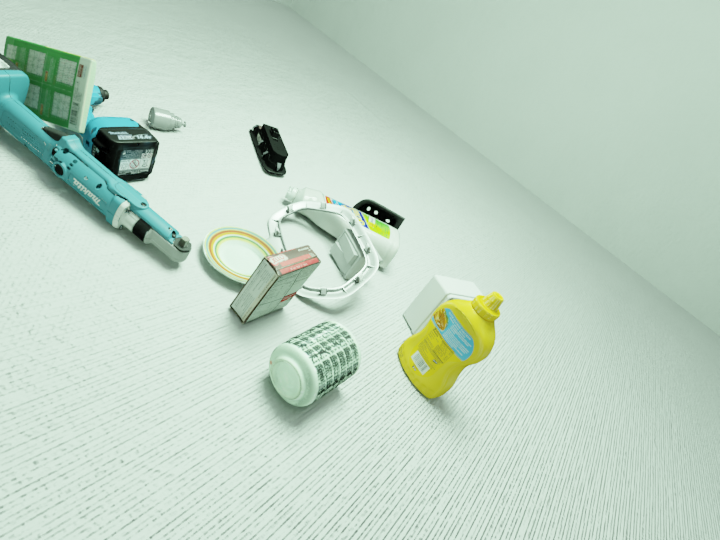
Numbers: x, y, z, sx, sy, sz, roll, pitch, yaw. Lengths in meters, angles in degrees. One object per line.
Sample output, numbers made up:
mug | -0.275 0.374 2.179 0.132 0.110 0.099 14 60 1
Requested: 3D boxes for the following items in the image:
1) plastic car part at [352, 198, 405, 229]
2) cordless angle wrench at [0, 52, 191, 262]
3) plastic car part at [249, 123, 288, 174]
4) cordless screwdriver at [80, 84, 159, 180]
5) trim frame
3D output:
plastic car part | 0.041 -0.130 1.006 0.118 0.066 0.070 33 16 5
cordless angle wrench | -0.409 -0.153 0.605 0.425 0.098 0.073 40 31 3
plastic car part | -0.210 -0.297 1.009 0.063 0.067 0.212 19 36 -37
cordless screwdriver | -0.443 -0.254 0.723 0.256 0.074 0.155 37 31 13
trim frame | -0.074 -0.048 0.753 0.181 0.027 0.260 -14 51 -13
